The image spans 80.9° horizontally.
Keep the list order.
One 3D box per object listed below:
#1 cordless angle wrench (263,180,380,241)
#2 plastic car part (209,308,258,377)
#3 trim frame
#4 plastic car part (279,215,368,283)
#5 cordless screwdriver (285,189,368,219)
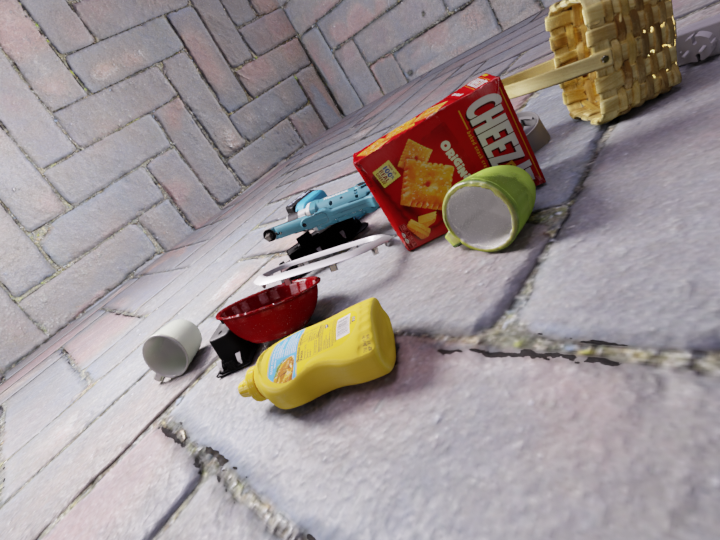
[{"bbox_3d":[0.012,-0.131,0.754,0.432,0.072,0.099,-17,27,18],"label":"cordless angle wrench"},{"bbox_3d":[-0.198,0.097,0.662,0.067,0.068,0.119,-26,25,16],"label":"plastic car part"},{"bbox_3d":[-0.064,-0.015,0.699,0.253,0.027,0.183,-19,10,14],"label":"trim frame"},{"bbox_3d":[-0.081,-0.053,0.827,0.203,0.066,0.068,-31,13,-2],"label":"plastic car part"},{"bbox_3d":[-0.064,-0.154,0.995,0.157,0.071,0.261,-41,27,-20],"label":"cordless screwdriver"}]
